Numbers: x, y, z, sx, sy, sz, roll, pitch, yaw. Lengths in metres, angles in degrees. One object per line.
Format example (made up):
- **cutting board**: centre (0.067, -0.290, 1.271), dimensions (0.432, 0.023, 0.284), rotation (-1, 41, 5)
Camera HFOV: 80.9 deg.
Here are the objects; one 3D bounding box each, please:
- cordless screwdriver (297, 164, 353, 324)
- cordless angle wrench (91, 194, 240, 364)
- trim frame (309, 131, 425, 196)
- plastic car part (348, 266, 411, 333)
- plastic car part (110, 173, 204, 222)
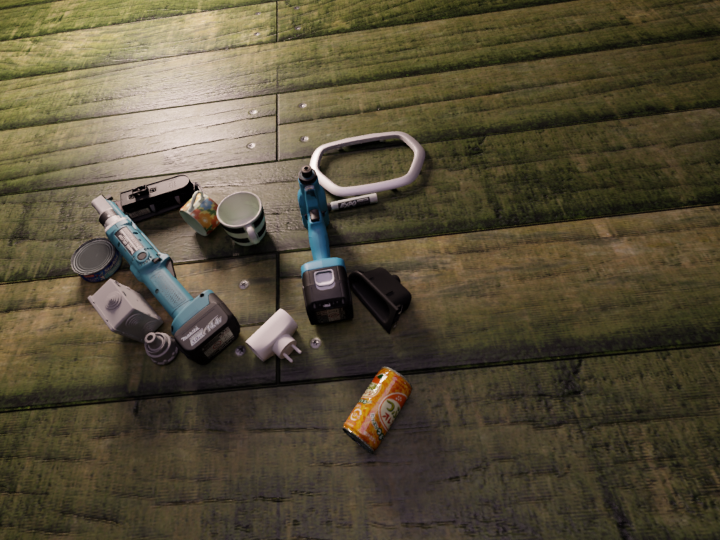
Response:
- **cordless screwdriver**: centre (-0.069, -0.045, 0.710), dimensions (0.074, 0.154, 0.258), rotation (-10, 58, -3)
- **cordless angle wrench**: centre (-0.380, -0.012, 0.762), dimensions (0.097, 0.072, 0.442), rotation (-41, 64, -20)
- **trim frame**: centre (0.014, -0.232, 0.901), dimensions (0.249, 0.026, 0.191), rotation (-12, 57, 1)
- **plastic car part**: centre (0.040, 0.033, 0.706), dimensions (0.069, 0.064, 0.123), rotation (-21, 52, -27)
- **plastic car part**: centre (-0.434, -0.156, 0.889), dimensions (0.201, 0.064, 0.069), rotation (-16, 50, -7)
